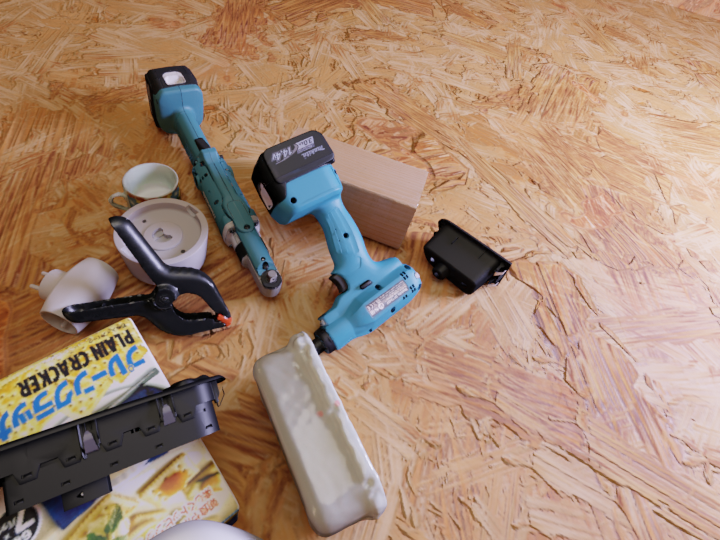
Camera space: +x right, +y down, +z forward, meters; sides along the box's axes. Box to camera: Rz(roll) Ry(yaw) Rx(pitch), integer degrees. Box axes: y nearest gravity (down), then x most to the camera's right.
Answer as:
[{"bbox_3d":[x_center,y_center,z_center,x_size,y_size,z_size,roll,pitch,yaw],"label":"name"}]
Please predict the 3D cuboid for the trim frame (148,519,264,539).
[{"bbox_3d":[-0.120,0.303,0.266,0.178,0.028,0.254,7,64,-19],"label":"trim frame"}]

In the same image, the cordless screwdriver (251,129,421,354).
[{"bbox_3d":[-0.050,-0.033,0.515,0.157,0.075,0.248,-34,91,-20],"label":"cordless screwdriver"}]

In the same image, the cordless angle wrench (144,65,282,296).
[{"bbox_3d":[-0.214,-0.138,0.615,0.072,0.096,0.441,-19,62,-26],"label":"cordless angle wrench"}]

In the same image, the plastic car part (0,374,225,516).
[{"bbox_3d":[-0.195,0.133,0.324,0.197,0.066,0.069,-20,69,-26],"label":"plastic car part"}]

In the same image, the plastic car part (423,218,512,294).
[{"bbox_3d":[0.136,-0.011,0.593,0.121,0.064,0.070,39,68,22],"label":"plastic car part"}]
